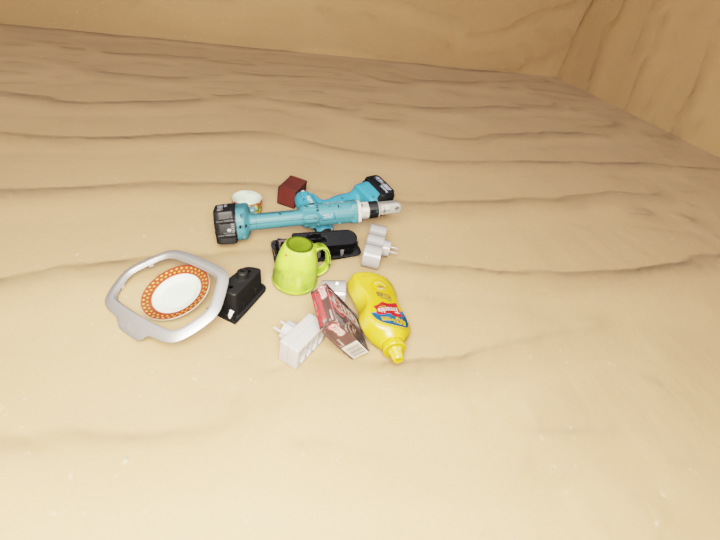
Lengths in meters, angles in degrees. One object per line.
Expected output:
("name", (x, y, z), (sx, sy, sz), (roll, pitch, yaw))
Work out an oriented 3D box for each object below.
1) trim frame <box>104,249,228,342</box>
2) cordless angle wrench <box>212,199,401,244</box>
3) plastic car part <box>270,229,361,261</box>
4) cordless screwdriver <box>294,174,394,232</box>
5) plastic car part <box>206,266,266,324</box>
("trim frame", (-0.345, 0.041, 0.752), (0.260, 0.026, 0.183), (19, 52, 26))
("cordless angle wrench", (-0.112, -0.125, 0.953), (0.418, 0.073, 0.101), (-7, 21, -8))
("plastic car part", (-0.091, -0.060, 0.934), (0.197, 0.066, 0.069), (-4, 52, -22))
("cordless screwdriver", (-0.027, -0.155, 1.069), (0.242, 0.073, 0.167), (-17, 54, -24))
("plastic car part", (-0.226, 0.032, 0.792), (0.068, 0.069, 0.116), (22, 42, 14))
